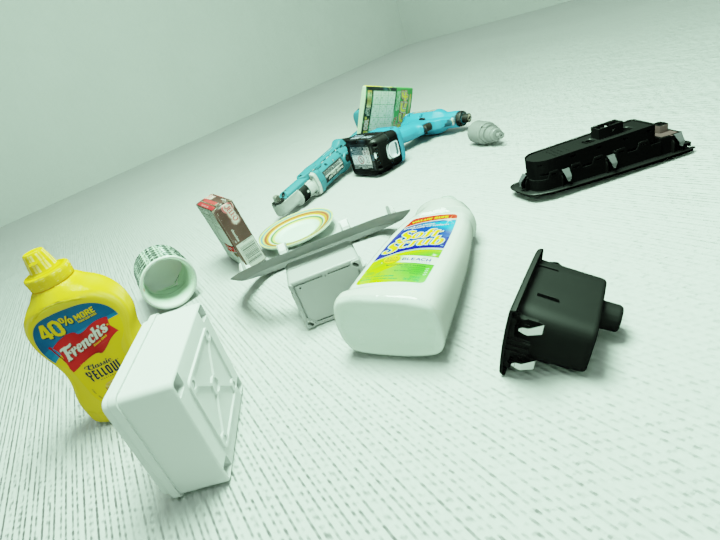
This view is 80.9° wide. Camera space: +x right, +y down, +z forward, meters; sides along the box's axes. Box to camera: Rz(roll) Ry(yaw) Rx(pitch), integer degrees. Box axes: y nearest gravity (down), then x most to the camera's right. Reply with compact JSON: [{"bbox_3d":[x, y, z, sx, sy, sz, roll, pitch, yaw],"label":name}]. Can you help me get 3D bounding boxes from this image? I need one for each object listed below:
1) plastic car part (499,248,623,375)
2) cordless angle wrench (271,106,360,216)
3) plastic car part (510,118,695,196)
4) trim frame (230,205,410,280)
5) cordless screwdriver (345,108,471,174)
[{"bbox_3d":[0.160,0.031,0.329,0.074,0.064,0.115,19,42,30],"label":"plastic car part"},{"bbox_3d":[-0.048,-0.239,0.899,0.078,0.094,0.420,3,41,39],"label":"cordless angle wrench"},{"bbox_3d":[0.294,-0.145,0.530,0.204,0.064,0.069,-21,34,7],"label":"plastic car part"},{"bbox_3d":[-0.054,-0.035,0.549,0.249,0.027,0.183,-23,1,2],"label":"trim frame"},{"bbox_3d":[0.100,-0.274,0.866,0.168,0.072,0.244,13,40,46],"label":"cordless screwdriver"}]
